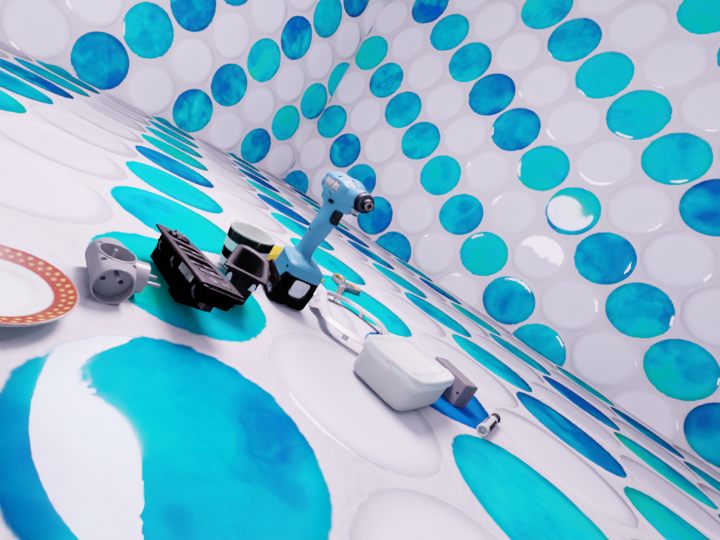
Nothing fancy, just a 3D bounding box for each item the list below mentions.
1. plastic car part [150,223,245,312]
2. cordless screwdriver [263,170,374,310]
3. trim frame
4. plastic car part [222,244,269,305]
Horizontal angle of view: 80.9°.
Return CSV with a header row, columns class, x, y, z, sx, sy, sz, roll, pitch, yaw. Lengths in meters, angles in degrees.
class,x,y,z,sx,sy,sz,roll,pitch,yaw
plastic car part,-0.226,0.000,0.552,0.062,0.067,0.215,22,13,-46
cordless screwdriver,-0.071,-0.046,0.723,0.071,0.248,0.167,26,10,-32
trim frame,-0.016,0.098,0.827,0.181,0.027,0.254,29,9,-12
plastic car part,-0.178,0.012,0.628,0.064,0.071,0.119,29,9,-15
